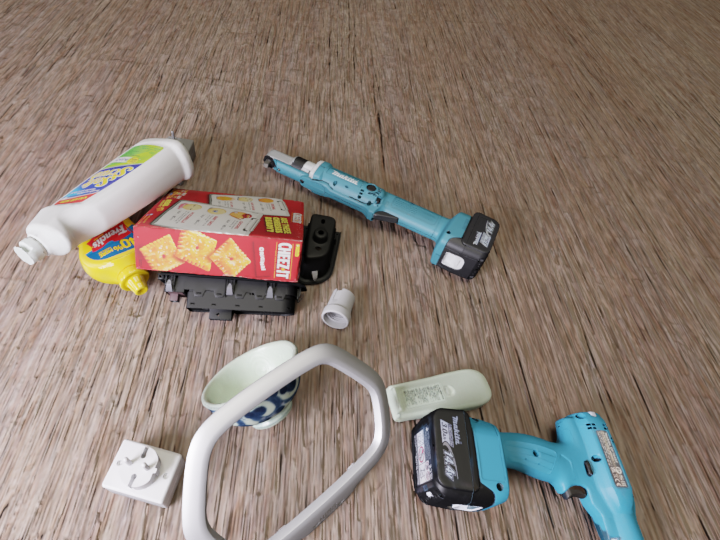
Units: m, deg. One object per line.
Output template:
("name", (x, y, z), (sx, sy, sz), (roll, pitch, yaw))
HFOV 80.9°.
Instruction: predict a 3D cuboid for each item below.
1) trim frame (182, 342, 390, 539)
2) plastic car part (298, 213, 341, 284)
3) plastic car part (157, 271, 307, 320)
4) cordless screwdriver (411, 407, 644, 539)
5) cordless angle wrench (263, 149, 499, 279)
("trim frame", (-0.066, 0.188, 0.439), (0.243, 0.029, 0.181), (-32, 103, -29))
("plastic car part", (-0.064, -0.042, 0.659), (0.066, 0.069, 0.119), (9, 49, -3))
("plastic car part", (-0.174, 0.036, 0.588), (0.201, 0.065, 0.069), (0, 68, -7))
("cordless screwdriver", (0.189, 0.241, 0.477), (0.245, 0.073, 0.164), (6, 52, -9))
("cordless angle wrench", (0.015, -0.122, 0.735), (0.435, 0.072, 0.097), (26, 53, 15))
